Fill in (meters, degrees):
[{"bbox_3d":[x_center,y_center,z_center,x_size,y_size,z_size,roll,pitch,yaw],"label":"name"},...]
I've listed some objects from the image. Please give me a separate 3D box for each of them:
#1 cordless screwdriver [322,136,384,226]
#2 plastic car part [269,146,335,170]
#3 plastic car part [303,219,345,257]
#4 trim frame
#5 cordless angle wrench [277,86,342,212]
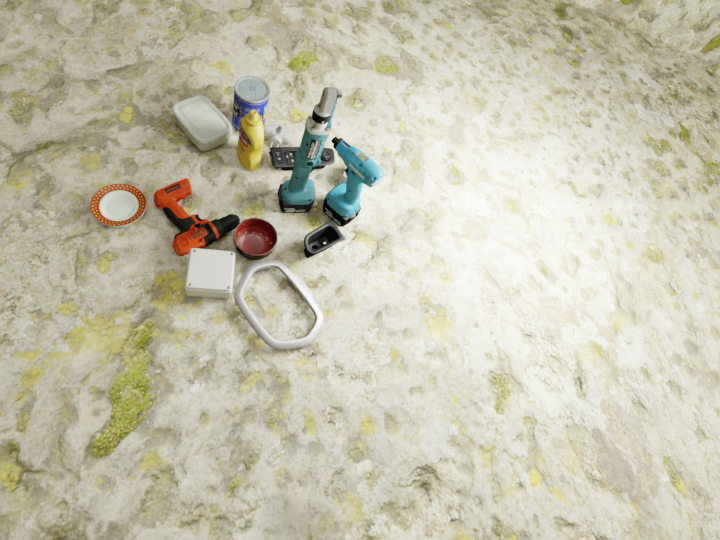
[{"bbox_3d":[-0.042,-0.236,1.135,0.162,0.248,0.073,46,59,7],"label":"cordless screwdriver"},{"bbox_3d":[-0.171,-0.326,1.255,0.197,0.067,0.068,-10,67,-20],"label":"plastic car part"},{"bbox_3d":[-0.111,-0.072,1.133,0.114,0.071,0.068,-32,77,-28],"label":"plastic car part"},{"bbox_3d":[-0.201,0.083,1.051,0.181,0.027,0.254,-35,76,-28],"label":"trim frame"},{"bbox_3d":[-0.127,-0.281,1.037,0.095,0.422,0.076,-1,66,-20],"label":"cordless angle wrench"}]
